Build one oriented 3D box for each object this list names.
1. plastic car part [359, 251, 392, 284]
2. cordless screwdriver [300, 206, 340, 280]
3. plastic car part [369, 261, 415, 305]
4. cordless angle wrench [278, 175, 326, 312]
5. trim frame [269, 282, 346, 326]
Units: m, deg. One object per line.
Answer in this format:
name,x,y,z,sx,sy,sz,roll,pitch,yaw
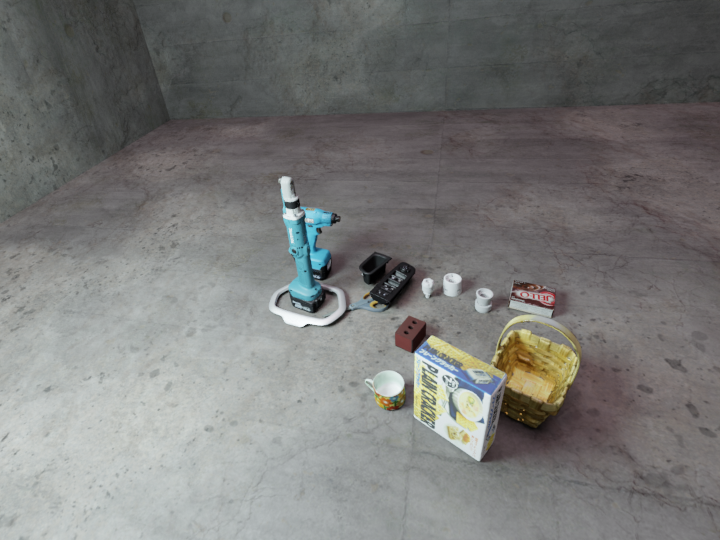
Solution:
plastic car part,0.041,0.002,1.333,0.069,0.068,0.114,21,44,32
cordless screwdriver,-0.131,-0.086,1.338,0.165,0.240,0.074,9,37,20
plastic car part,0.103,0.045,1.266,0.070,0.065,0.200,17,43,29
cordless angle wrench,-0.171,-0.067,1.178,0.103,0.408,0.073,16,40,27
trim frame,-0.159,0.097,1.277,0.259,0.026,0.183,11,40,24
